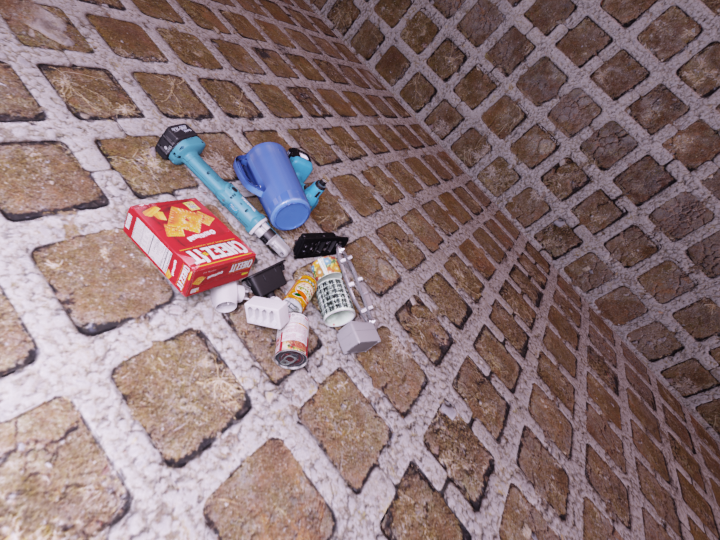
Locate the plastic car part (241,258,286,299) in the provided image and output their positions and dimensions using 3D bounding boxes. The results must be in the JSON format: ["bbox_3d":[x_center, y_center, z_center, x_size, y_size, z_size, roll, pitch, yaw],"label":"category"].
[{"bbox_3d":[-0.213,0.030,0.962,0.070,0.068,0.114,60,36,-5],"label":"plastic car part"}]

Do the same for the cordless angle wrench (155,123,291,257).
[{"bbox_3d":[-0.331,-0.189,1.064,0.421,0.075,0.097,46,29,-2],"label":"cordless angle wrench"}]

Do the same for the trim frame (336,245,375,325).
[{"bbox_3d":[-0.011,0.038,1.136,0.174,0.028,0.260,54,11,-55],"label":"trim frame"}]

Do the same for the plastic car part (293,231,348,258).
[{"bbox_3d":[-0.116,-0.076,1.182,0.193,0.066,0.071,-4,32,-48],"label":"plastic car part"}]

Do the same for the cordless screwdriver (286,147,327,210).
[{"bbox_3d":[-0.169,-0.271,1.246,0.070,0.161,0.259,20,39,-35],"label":"cordless screwdriver"}]
